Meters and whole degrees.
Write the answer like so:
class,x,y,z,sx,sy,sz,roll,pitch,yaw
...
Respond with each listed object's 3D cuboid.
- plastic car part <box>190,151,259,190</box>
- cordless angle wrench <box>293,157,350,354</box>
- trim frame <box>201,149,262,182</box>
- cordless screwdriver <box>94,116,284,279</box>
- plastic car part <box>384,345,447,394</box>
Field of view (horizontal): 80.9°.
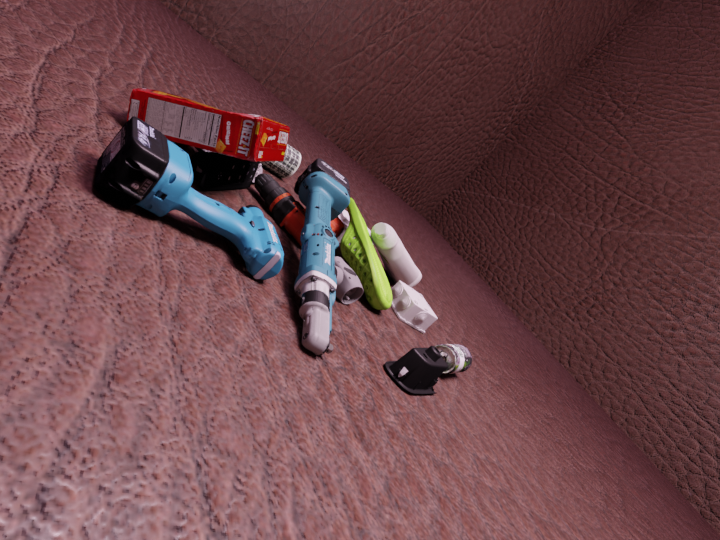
class,x,y,z,sx,sy,sz,roll,pitch,yaw
plastic car part,-0.239,-0.181,0.739,0.067,0.066,0.203,32,16,-4
cordless angle wrench,-0.066,-0.043,0.676,0.094,0.075,0.436,33,30,-25
trim frame,-0.287,-0.264,0.916,0.178,0.028,0.256,36,18,-19
cordless screwdriver,-0.210,-0.096,0.559,0.235,0.075,0.167,36,15,-37
plastic car part,0.096,0.147,0.658,0.069,0.071,0.110,51,14,31
